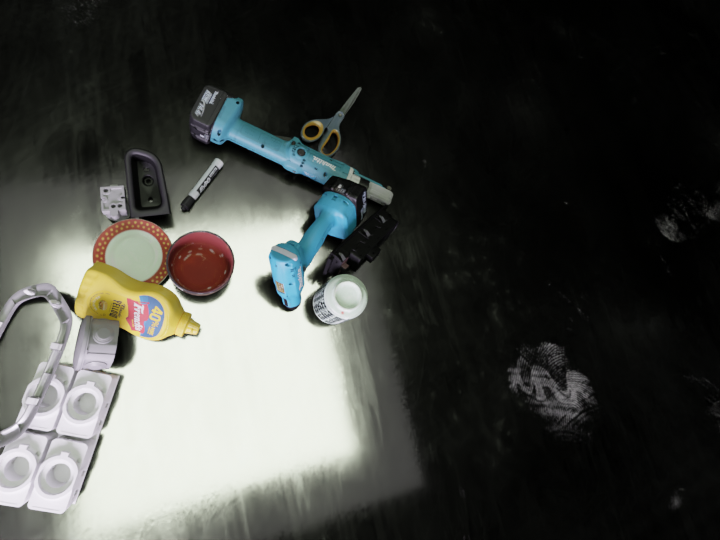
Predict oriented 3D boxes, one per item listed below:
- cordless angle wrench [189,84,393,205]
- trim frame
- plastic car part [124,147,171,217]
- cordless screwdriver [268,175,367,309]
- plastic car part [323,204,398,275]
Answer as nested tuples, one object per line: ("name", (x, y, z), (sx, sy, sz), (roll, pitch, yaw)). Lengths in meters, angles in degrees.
("cordless angle wrench", (-0.125, -0.226, 0.841), (0.415, 0.075, 0.099), (24, 71, -10))
("trim frame", (-0.513, 0.135, 0.618), (0.191, 0.026, 0.251), (5, 71, 23))
("plastic car part", (-0.378, -0.154, 0.751), (0.064, 0.073, 0.116), (-8, 94, -20))
("cordless screwdriver", (-0.076, -0.050, 0.779), (0.077, 0.154, 0.248), (23, 55, 17))
("plastic car part", (0.012, -0.057, 0.800), (0.069, 0.065, 0.201), (28, 51, 15))
